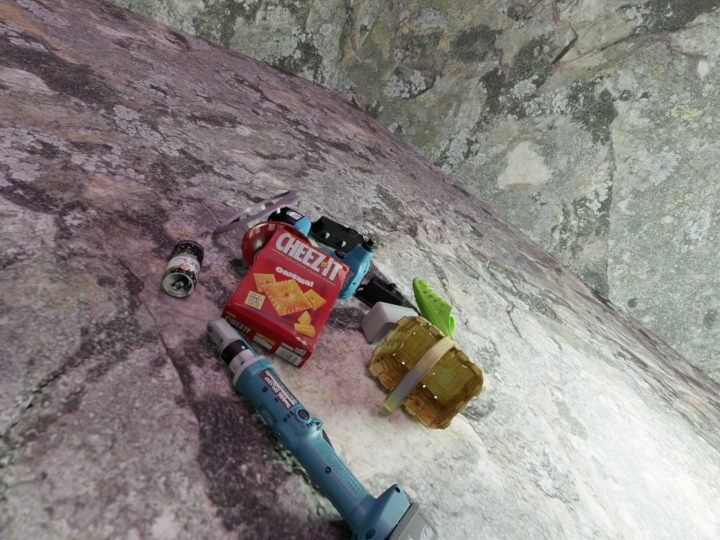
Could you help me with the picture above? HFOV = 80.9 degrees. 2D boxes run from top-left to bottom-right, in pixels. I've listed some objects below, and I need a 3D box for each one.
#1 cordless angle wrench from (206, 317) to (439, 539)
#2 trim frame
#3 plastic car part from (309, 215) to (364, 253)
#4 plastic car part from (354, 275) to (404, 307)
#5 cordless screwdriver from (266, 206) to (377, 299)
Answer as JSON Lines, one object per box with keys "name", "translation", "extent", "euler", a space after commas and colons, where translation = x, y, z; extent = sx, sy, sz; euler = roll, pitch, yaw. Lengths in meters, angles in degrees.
{"name": "cordless angle wrench", "translation": [-0.088, 0.217, 0.586], "extent": [0.442, 0.074, 0.094], "euler": [42, 27, 24]}
{"name": "trim frame", "translation": [-0.225, -0.132, 0.945], "extent": [0.248, 0.189, 0.027], "euler": [-61, 131, -64]}
{"name": "plastic car part", "translation": [-0.052, -0.091, 1.142], "extent": [0.195, 0.067, 0.068], "euler": [21, 43, -24]}
{"name": "plastic car part", "translation": [0.055, 0.056, 1.007], "extent": [0.118, 0.071, 0.065], "euler": [32, 28, 5]}
{"name": "cordless screwdriver", "translation": [-0.093, -0.061, 0.953], "extent": [0.253, 0.159, 0.073], "euler": [34, 26, 8]}
